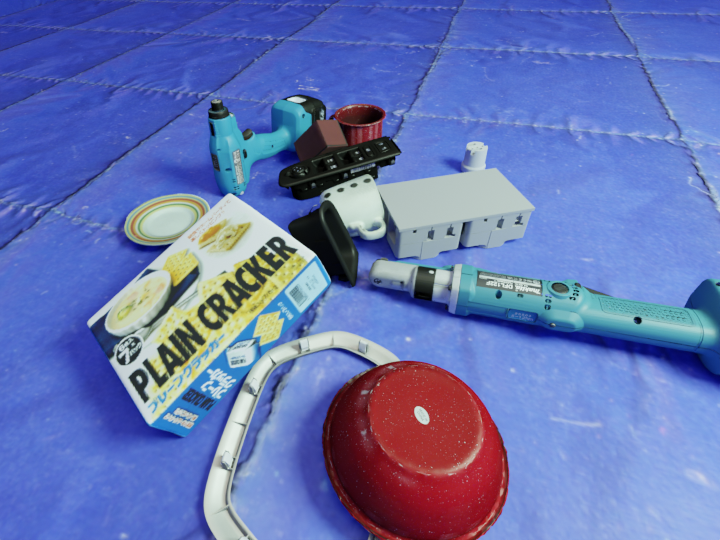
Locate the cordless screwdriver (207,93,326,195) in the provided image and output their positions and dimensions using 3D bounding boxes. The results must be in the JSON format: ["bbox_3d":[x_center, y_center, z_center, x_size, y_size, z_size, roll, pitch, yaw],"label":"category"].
[{"bbox_3d":[-0.163,-0.251,0.743,0.078,0.154,0.245,25,48,25],"label":"cordless screwdriver"}]

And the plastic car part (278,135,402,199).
[{"bbox_3d":[-0.038,-0.166,0.704,0.201,0.064,0.069,-14,51,-5],"label":"plastic car part"}]

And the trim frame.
[{"bbox_3d":[-0.037,0.154,0.392,0.187,0.026,0.252,6,42,9],"label":"trim frame"}]

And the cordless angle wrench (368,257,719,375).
[{"bbox_3d":[0.217,0.037,0.471,0.436,0.071,0.098,9,44,17],"label":"cordless angle wrench"}]

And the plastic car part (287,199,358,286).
[{"bbox_3d":[-0.053,-0.035,0.546,0.073,0.111,0.067,-15,38,20],"label":"plastic car part"}]
